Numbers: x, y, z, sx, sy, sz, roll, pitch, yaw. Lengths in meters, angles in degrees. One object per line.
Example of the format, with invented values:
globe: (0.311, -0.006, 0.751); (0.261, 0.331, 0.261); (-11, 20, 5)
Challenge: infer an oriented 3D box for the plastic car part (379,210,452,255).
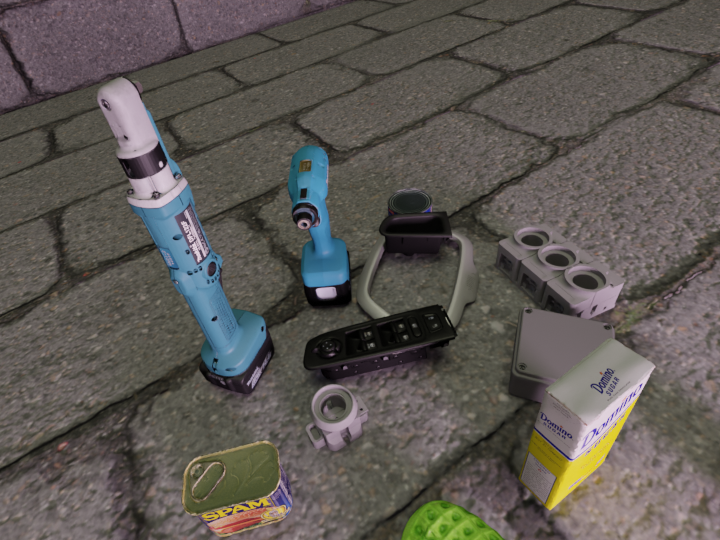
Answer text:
plastic car part: (0.092, -0.056, 0.729); (0.118, 0.068, 0.068); (-3, 43, 8)

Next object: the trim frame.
trim frame: (0.096, 0.007, 0.693); (0.190, 0.026, 0.250); (7, 46, 19)

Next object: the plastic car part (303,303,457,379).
plastic car part: (0.022, 0.104, 0.578); (0.203, 0.064, 0.069); (-11, 43, 0)

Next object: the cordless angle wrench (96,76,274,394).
cordless angle wrench: (-0.192, -0.007, 0.489); (0.077, 0.406, 0.098); (11, 45, 19)

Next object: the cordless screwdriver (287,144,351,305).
cordless screwdriver: (-0.061, -0.040, 0.619); (0.075, 0.239, 0.164); (-5, 43, 3)
